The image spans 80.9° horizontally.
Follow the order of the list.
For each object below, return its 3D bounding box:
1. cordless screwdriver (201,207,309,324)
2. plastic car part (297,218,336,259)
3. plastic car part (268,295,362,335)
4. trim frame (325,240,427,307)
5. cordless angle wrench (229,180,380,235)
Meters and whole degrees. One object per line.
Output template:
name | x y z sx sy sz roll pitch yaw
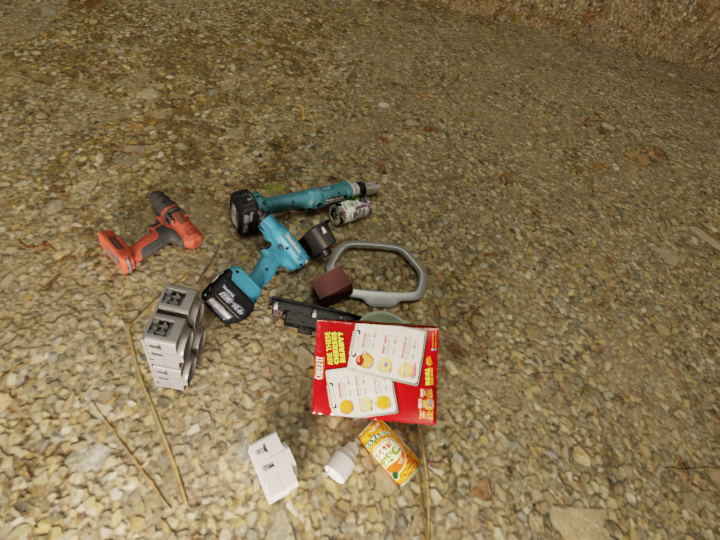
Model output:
cordless screwdriver | -0.229 -0.015 0.893 0.156 0.076 0.246 50 50 -11
plastic car part | -0.096 -0.063 0.979 0.064 0.119 0.071 -30 90 -32
plastic car part | -0.092 0.101 0.872 0.201 0.065 0.068 9 61 -6
trim frame | 0.039 0.004 1.001 0.244 0.027 0.191 4 50 -12
cordless angle wrench | -0.120 -0.182 1.078 0.410 0.096 0.078 -17 56 -28
